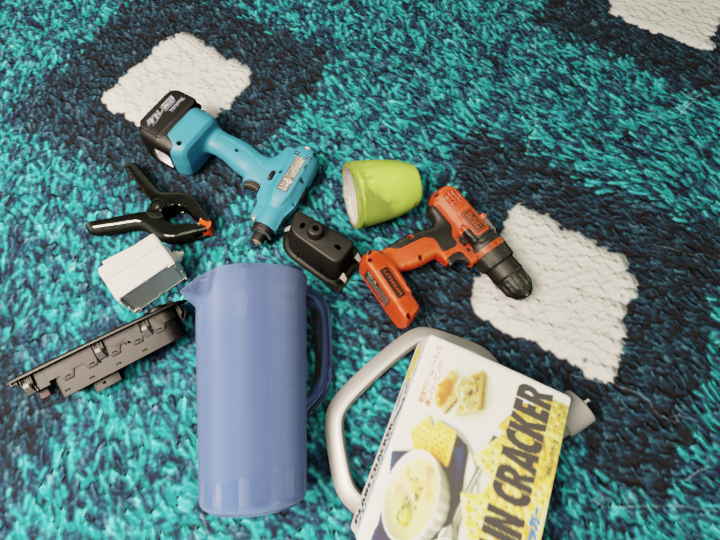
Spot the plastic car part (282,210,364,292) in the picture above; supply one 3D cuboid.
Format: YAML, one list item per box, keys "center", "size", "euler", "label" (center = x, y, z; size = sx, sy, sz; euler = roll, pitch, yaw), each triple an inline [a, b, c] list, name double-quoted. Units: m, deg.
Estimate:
- center: [-0.055, -0.036, 0.564]
  size: [0.119, 0.070, 0.066]
  euler: [34, 66, 8]
  label: "plastic car part"

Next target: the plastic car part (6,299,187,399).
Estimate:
- center: [-0.296, 0.098, 0.506]
  size: [0.200, 0.066, 0.068]
  euler: [-32, 83, -14]
  label: "plastic car part"

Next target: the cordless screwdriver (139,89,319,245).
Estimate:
- center: [-0.200, -0.148, 0.610]
  size: [0.251, 0.073, 0.160]
  euler: [25, 68, 5]
  label: "cordless screwdriver"

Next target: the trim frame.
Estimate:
- center: [0.072, 0.180, 0.497]
  size: [0.246, 0.027, 0.190]
  euler: [-39, 72, -18]
  label: "trim frame"
